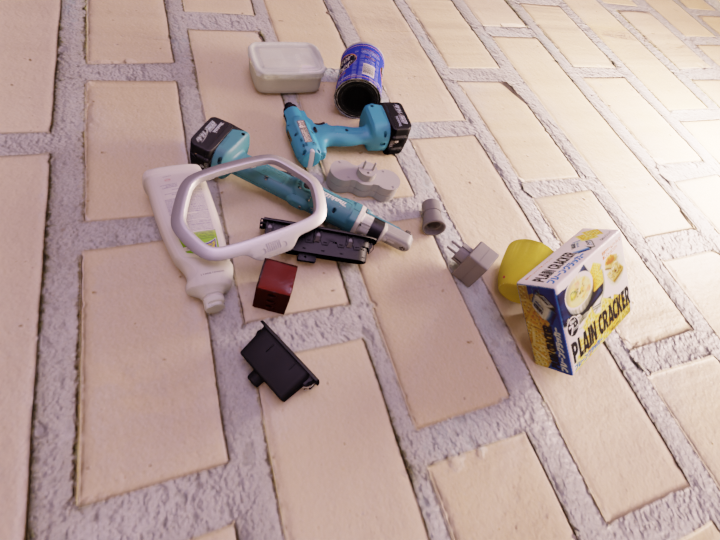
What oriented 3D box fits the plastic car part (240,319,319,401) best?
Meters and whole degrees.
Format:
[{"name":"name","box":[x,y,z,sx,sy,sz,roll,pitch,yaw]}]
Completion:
[{"name":"plastic car part","box":[-0.120,0.135,0.587,0.120,0.064,0.070,39,71,15]}]

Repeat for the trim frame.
[{"name":"trim frame","box":[-0.171,-0.102,0.664,0.242,0.027,0.191,-22,66,-25]}]

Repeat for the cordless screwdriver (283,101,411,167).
[{"name":"cordless screwdriver","box":[-0.033,-0.301,0.876,0.243,0.073,0.165,-13,62,-17]}]

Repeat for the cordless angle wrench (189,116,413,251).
[{"name":"cordless angle wrench","box":[-0.100,-0.138,0.758,0.424,0.074,0.098,27,56,2]}]

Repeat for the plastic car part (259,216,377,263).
[{"name":"plastic car part","box":[-0.069,-0.045,0.708,0.200,0.066,0.068,5,72,-9]}]
